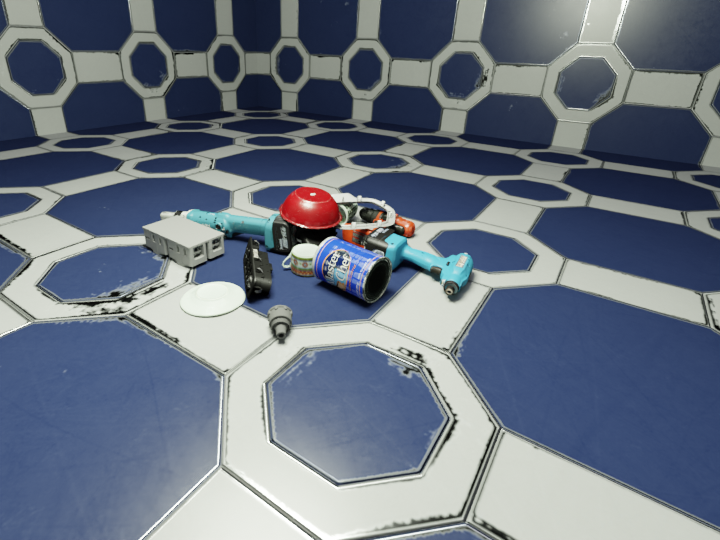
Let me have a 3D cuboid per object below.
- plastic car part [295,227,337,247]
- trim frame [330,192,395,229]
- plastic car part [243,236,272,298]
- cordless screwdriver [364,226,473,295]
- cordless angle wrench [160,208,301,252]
[{"bbox_3d":[-0.104,-0.068,1.065,0.111,0.066,0.074,-5,48,-37],"label":"plastic car part"},{"bbox_3d":[-0.019,-0.162,1.147,0.241,0.027,0.194,-9,36,-21],"label":"trim frame"},{"bbox_3d":[-0.231,0.001,0.946,0.065,0.066,0.211,22,20,-22],"label":"plastic car part"},{"bbox_3d":[0.125,-0.019,0.984,0.259,0.073,0.157,18,31,21],"label":"cordless screwdriver"},{"bbox_3d":[-0.367,-0.125,1.140,0.437,0.095,0.074,9,30,19],"label":"cordless angle wrench"}]
